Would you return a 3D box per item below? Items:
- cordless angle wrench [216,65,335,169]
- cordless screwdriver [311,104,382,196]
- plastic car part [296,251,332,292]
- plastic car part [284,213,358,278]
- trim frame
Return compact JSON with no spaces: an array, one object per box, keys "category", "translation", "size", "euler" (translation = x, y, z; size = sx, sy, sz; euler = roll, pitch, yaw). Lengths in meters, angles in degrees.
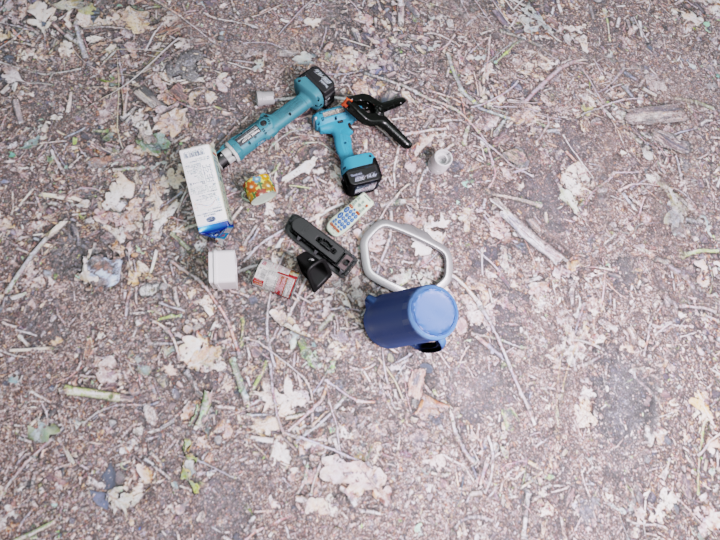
[{"category":"cordless angle wrench","translation":[-0.249,-0.371,1.099],"size":[0.420,0.073,0.100],"euler":[-41,79,-10]},{"category":"cordless screwdriver","translation":[-0.012,-0.327,1.107],"size":[0.157,0.073,0.255],"euler":[-20,75,-11]},{"category":"plastic car part","translation":[-0.119,-0.009,1.003],"size":[0.074,0.112,0.065],"euler":[37,74,25]},{"category":"plastic car part","translation":[-0.102,-0.067,1.040],"size":[0.206,0.066,0.066],"euler":[37,82,7]},{"category":"trim frame","translation":[0.115,-0.030,1.066],"size":[0.250,0.027,0.185],"euler":[23,76,3]}]
